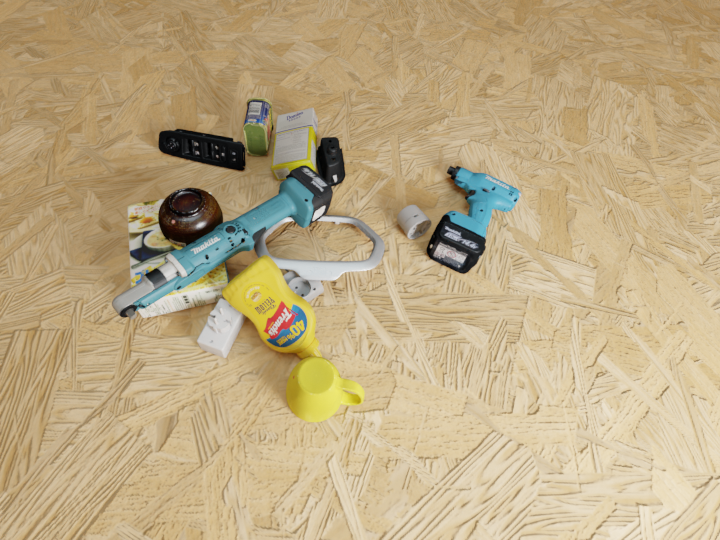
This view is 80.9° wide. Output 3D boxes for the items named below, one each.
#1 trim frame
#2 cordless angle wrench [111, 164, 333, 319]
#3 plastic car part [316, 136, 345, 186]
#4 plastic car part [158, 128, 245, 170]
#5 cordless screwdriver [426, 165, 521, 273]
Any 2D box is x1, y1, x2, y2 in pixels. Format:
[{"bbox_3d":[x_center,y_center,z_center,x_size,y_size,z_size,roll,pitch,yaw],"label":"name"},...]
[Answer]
[{"bbox_3d":[-0.078,-0.051,0.800,0.247,0.027,0.190,2,40,-4],"label":"trim frame"},{"bbox_3d":[-0.222,-0.054,0.725,0.101,0.073,0.415,42,56,14],"label":"cordless angle wrench"},{"bbox_3d":[-0.064,-0.250,0.932,0.065,0.069,0.121,-5,54,-7],"label":"plastic car part"},{"bbox_3d":[-0.350,-0.281,0.943,0.204,0.064,0.068,9,47,2],"label":"plastic car part"},{"bbox_3d":[0.210,-0.120,0.860,0.164,0.072,0.247,30,56,15],"label":"cordless screwdriver"}]
